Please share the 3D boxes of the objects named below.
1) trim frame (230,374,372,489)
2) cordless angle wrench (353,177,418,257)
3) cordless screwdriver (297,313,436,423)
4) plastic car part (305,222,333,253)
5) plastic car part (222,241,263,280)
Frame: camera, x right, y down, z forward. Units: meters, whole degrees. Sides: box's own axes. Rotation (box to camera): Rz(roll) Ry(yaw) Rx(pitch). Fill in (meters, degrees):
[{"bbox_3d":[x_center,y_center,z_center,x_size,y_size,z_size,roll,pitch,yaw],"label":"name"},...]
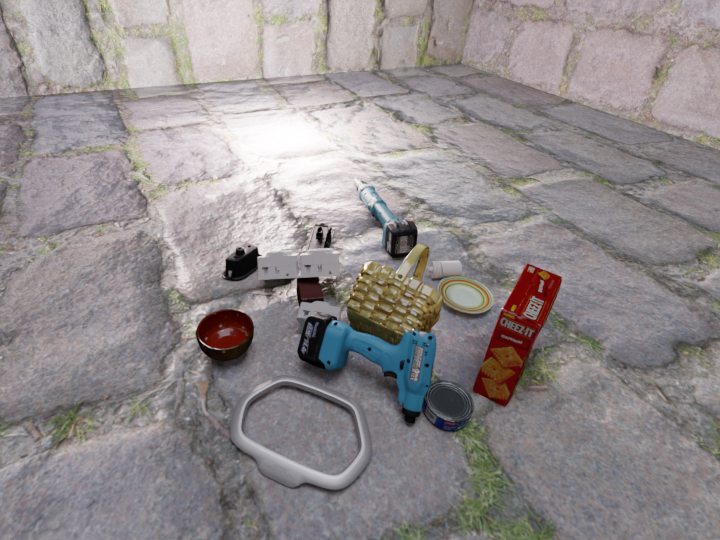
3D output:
[{"bbox_3d":[-0.101,0.269,0.721,0.256,0.027,0.184,16,38,14],"label":"trim frame"},{"bbox_3d":[0.051,-0.191,1.283,0.073,0.095,0.443,-9,36,-14],"label":"cordless angle wrench"},{"bbox_3d":[0.006,0.173,0.790,0.258,0.160,0.071,9,-6,22],"label":"cordless screwdriver"},{"bbox_3d":[-0.112,-0.073,1.142,0.066,0.066,0.207,11,40,-3],"label":"plastic car part"},{"bbox_3d":[-0.296,-0.030,1.064,0.069,0.069,0.115,21,37,21],"label":"plastic car part"}]
